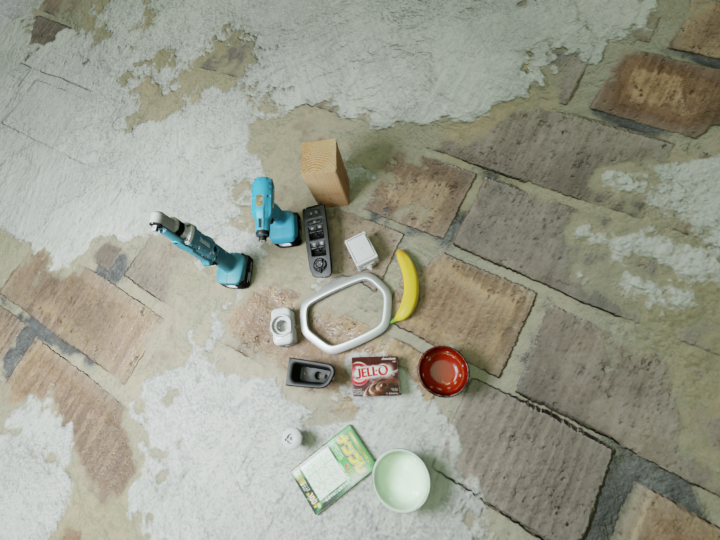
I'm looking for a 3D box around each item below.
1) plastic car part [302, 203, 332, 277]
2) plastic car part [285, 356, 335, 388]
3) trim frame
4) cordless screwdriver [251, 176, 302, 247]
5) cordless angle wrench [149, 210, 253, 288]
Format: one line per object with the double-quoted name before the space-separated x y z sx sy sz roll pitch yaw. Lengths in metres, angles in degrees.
"plastic car part" -0.111 -0.073 1.139 0.067 0.064 0.208 -11 70 7
"plastic car part" -0.114 0.253 1.026 0.119 0.068 0.067 3 73 13
"trim frame" -0.037 0.104 1.082 0.249 0.026 0.191 -27 68 3
"cordless screwdriver" -0.216 -0.116 1.083 0.075 0.240 0.162 -6 72 7
"cordless angle wrench" -0.368 -0.049 1.005 0.076 0.408 0.099 2 74 9
